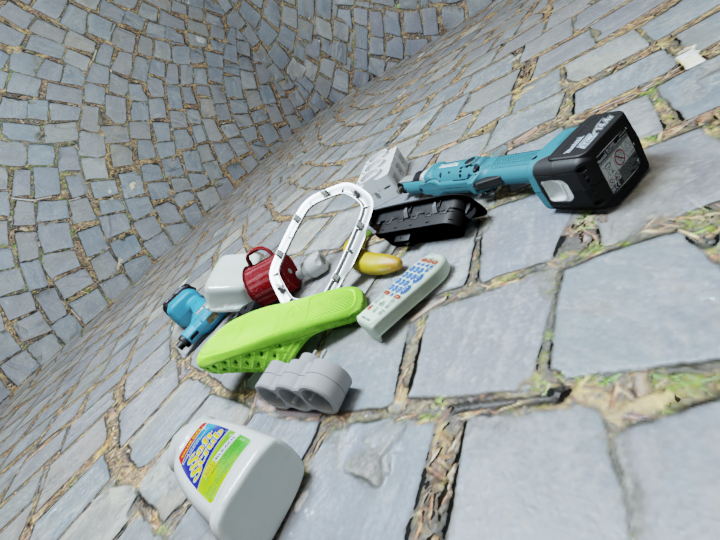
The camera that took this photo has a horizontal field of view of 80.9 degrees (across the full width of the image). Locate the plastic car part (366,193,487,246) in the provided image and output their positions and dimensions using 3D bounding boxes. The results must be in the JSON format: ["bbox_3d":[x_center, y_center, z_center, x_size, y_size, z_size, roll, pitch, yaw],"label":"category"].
[{"bbox_3d":[0.088,-0.072,0.645,0.211,0.063,0.067,-9,46,49],"label":"plastic car part"}]

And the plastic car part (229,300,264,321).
[{"bbox_3d":[-0.195,0.097,0.739,0.067,0.069,0.118,-29,22,25],"label":"plastic car part"}]

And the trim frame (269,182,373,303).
[{"bbox_3d":[-0.071,-0.047,0.728,0.194,0.026,0.249,16,74,38],"label":"trim frame"}]

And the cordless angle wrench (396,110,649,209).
[{"bbox_3d":[0.178,-0.143,0.637,0.097,0.072,0.440,-44,22,-13],"label":"cordless angle wrench"}]

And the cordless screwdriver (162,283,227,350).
[{"bbox_3d":[-0.415,0.109,1.027,0.261,0.071,0.158,1,45,51],"label":"cordless screwdriver"}]
